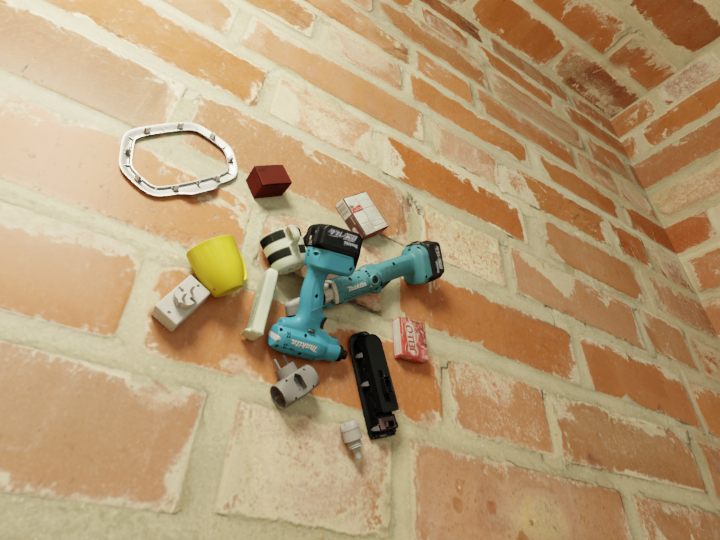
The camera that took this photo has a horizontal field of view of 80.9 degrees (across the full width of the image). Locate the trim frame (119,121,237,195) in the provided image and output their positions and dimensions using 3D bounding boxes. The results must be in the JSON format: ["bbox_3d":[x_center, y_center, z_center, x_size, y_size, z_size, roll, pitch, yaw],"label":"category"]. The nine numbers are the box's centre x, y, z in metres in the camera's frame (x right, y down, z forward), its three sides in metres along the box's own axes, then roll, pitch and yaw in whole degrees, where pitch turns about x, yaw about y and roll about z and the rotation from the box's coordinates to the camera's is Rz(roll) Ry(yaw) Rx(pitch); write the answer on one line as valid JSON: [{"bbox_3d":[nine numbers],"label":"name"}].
[{"bbox_3d":[-0.367,-0.232,0.869,0.241,0.028,0.187,-25,78,-44],"label":"trim frame"}]

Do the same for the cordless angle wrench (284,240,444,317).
[{"bbox_3d":[0.016,0.021,0.921,0.408,0.078,0.097,-18,99,-36],"label":"cordless angle wrench"}]

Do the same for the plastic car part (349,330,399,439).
[{"bbox_3d":[0.028,0.210,0.815,0.064,0.067,0.210,-1,59,-28],"label":"plastic car part"}]

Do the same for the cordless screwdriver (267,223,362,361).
[{"bbox_3d":[-0.062,0.045,0.791,0.152,0.077,0.249,22,83,-27],"label":"cordless screwdriver"}]

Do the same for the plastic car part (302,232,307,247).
[{"bbox_3d":[-0.088,-0.058,0.902,0.073,0.066,0.113,42,5,11],"label":"plastic car part"}]
